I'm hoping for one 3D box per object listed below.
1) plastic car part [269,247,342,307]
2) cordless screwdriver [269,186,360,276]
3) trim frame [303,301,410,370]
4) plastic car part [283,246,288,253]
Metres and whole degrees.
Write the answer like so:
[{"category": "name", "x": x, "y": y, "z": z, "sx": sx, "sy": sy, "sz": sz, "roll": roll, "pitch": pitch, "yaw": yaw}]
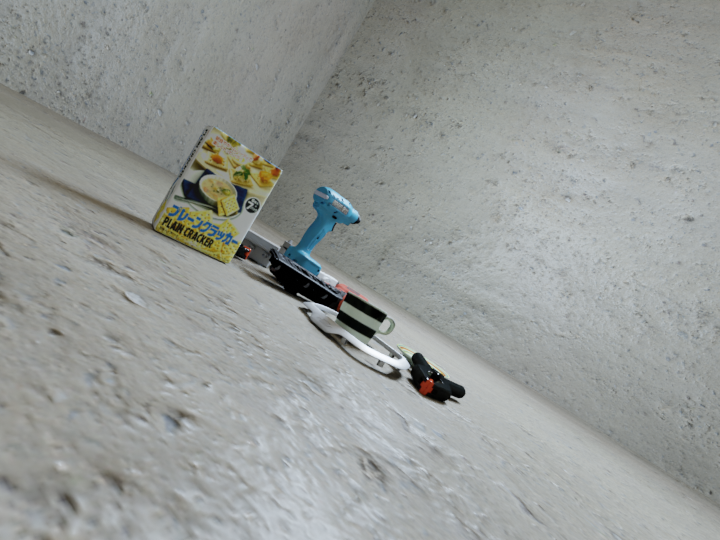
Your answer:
[{"category": "plastic car part", "x": -0.123, "y": 0.029, "z": 0.929, "sx": 0.193, "sy": 0.067, "sz": 0.069, "roll": 30, "pitch": 1, "yaw": -28}, {"category": "cordless screwdriver", "x": -0.100, "y": -0.065, "z": 1.020, "sx": 0.079, "sy": 0.248, "sz": 0.150, "roll": 32, "pitch": 1, "yaw": 41}, {"category": "trim frame", "x": -0.012, "y": 0.121, "z": 0.791, "sx": 0.174, "sy": 0.027, "sz": 0.263, "roll": 29, "pitch": 2, "yaw": -41}, {"category": "plastic car part", "x": -0.182, "y": -0.014, "z": 1.147, "sx": 0.063, "sy": 0.071, "sz": 0.122, "roll": 30, "pitch": 1, "yaw": -26}]
